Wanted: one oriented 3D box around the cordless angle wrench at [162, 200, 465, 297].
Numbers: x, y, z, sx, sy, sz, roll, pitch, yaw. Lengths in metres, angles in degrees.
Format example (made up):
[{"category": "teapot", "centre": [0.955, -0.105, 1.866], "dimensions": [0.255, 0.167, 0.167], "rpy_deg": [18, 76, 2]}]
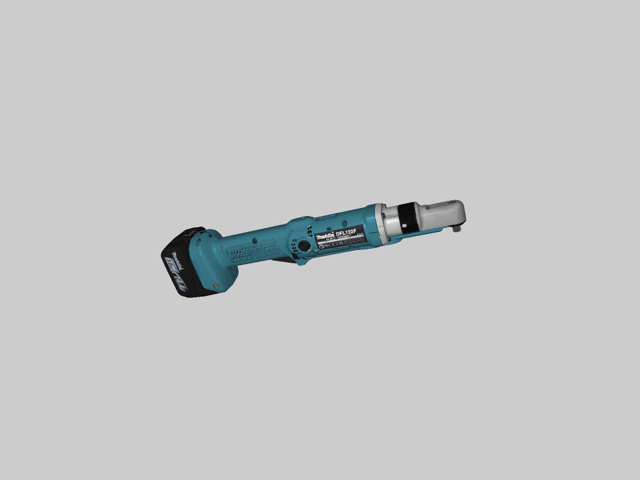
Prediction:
[{"category": "cordless angle wrench", "centre": [-0.018, -0.001, 0.595], "dimensions": [0.423, 0.098, 0.074], "rpy_deg": [-11, 22, 17]}]
